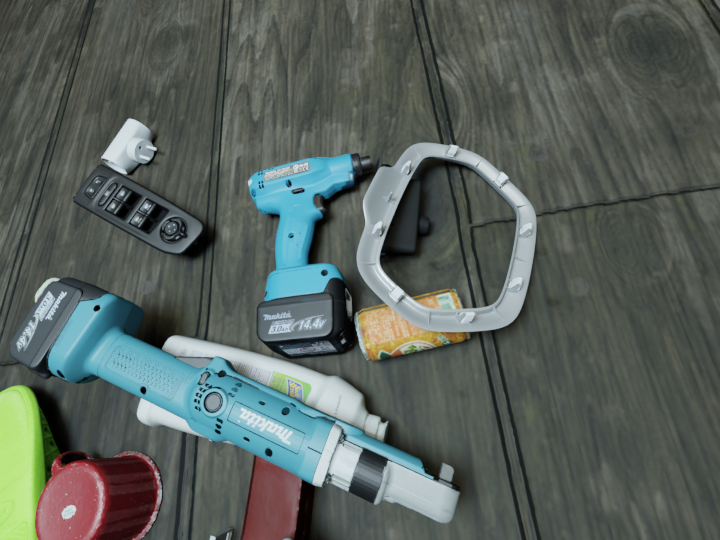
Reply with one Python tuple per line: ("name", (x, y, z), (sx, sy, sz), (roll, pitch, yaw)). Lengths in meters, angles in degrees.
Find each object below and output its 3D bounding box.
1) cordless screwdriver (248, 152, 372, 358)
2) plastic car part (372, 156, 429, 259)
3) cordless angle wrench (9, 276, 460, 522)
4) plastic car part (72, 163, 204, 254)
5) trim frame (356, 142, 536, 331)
("cordless screwdriver", (-0.048, -0.032, 0.496), (0.161, 0.071, 0.257), (-14, 61, 9))
("plastic car part", (0.044, -0.063, 0.493), (0.071, 0.065, 0.118), (4, 71, 0))
("cordless angle wrench", (-0.125, 0.119, 0.387), (0.436, 0.072, 0.098), (18, 72, 16))
("plastic car part", (-0.299, -0.073, 0.586), (0.211, 0.064, 0.066), (25, 69, 20))
("trim frame", (0.093, -0.048, 0.439), (0.186, 0.027, 0.249), (24, 59, 5))
